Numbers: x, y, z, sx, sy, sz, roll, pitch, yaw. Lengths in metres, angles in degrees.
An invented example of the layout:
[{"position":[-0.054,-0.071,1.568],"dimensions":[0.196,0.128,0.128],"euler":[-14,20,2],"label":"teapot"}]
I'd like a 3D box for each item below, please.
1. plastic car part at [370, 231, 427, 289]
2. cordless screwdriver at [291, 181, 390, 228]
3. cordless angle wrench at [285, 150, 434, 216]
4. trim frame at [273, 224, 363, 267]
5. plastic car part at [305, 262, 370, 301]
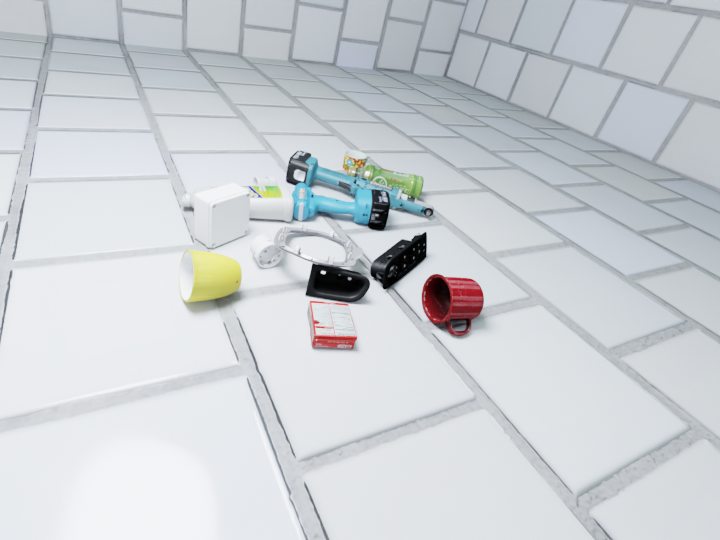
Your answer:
[{"position":[0.082,-0.028,0.920],"dimensions":[0.070,0.065,0.199],"euler":[18,33,24],"label":"plastic car part"},{"position":[-0.054,-0.179,1.092],"dimensions":[0.247,0.072,0.164],"euler":[4,35,-6],"label":"cordless screwdriver"},{"position":[0.001,-0.233,1.191],"dimensions":[0.429,0.073,0.098],"euler":[19,34,7],"label":"cordless angle wrench"},{"position":[-0.086,-0.057,0.885],"dimensions":[0.183,0.027,0.252],"euler":[14,15,-5],"label":"trim frame"},{"position":[-0.045,0.017,0.824],"dimensions":[0.115,0.065,0.073],"euler":[10,19,-9],"label":"plastic car part"}]
